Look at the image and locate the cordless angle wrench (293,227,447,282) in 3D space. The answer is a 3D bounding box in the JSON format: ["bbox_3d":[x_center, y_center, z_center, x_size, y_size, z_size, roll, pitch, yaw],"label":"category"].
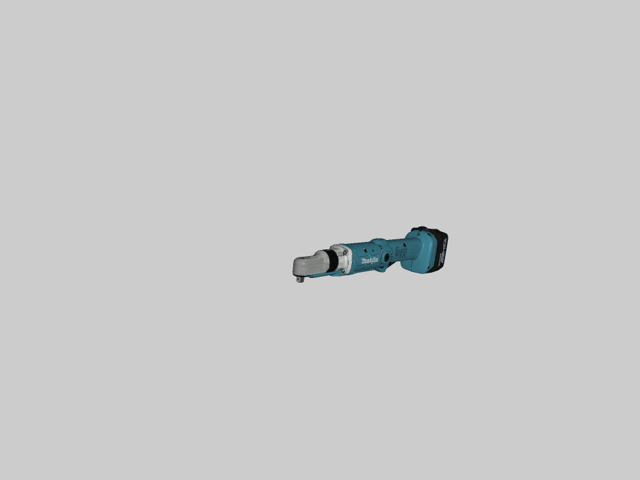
[{"bbox_3d":[0.109,0.030,0.824,0.422,0.098,0.074,-4,15,-45],"label":"cordless angle wrench"}]
